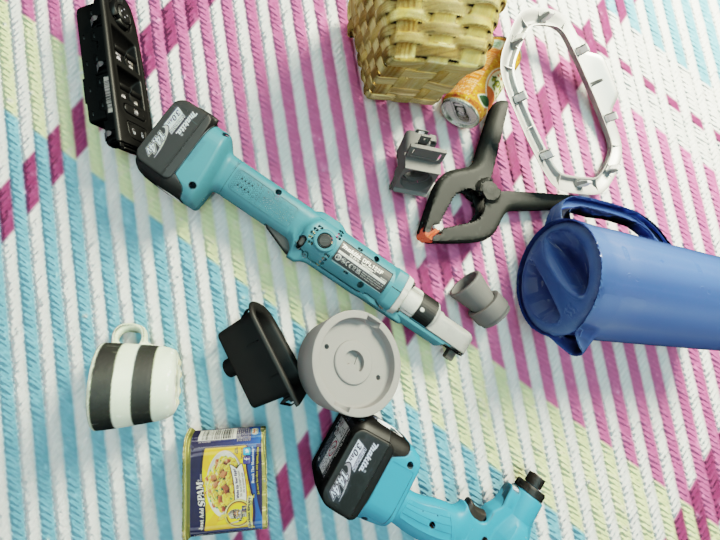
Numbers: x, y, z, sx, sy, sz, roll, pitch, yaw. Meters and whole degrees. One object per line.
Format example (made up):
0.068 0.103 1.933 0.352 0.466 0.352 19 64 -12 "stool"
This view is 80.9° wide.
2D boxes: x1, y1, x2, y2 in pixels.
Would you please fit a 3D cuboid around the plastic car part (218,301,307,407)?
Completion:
-0.115 0.100 0.468 0.071 0.065 0.117 -32 86 5 "plastic car part"

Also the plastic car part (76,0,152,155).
-0.285 -0.228 0.487 0.069 0.064 0.204 -8 86 17 "plastic car part"

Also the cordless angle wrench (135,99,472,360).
-0.047 -0.031 0.483 0.420 0.075 0.098 34 81 -4 "cordless angle wrench"

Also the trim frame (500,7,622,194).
0.258 -0.209 0.525 0.181 0.028 0.246 -33 97 -25 "trim frame"

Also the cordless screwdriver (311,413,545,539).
0.080 0.238 0.463 0.246 0.075 0.159 37 81 -5 "cordless screwdriver"
